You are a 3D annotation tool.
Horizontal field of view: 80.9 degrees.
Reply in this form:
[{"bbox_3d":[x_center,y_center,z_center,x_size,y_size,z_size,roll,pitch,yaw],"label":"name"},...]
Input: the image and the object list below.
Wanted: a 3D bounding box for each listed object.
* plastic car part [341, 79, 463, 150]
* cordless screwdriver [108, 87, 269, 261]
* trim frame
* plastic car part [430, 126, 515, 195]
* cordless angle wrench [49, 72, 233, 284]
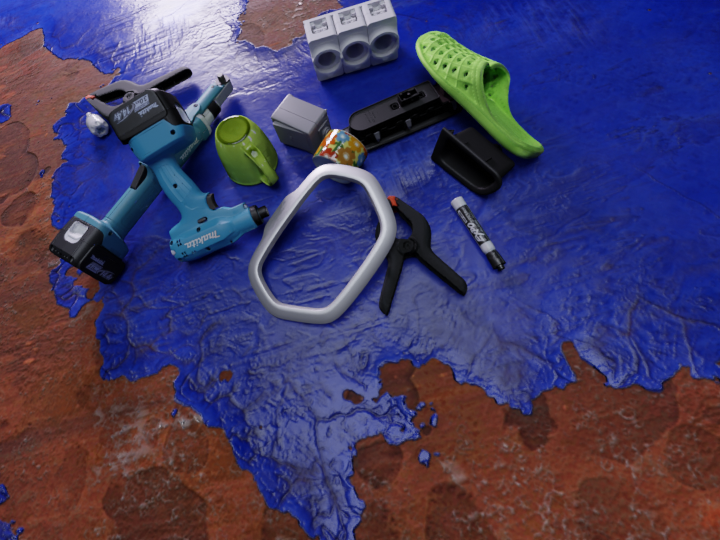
[{"bbox_3d":[0.062,-0.253,0.684,0.204,0.065,0.068,-24,74,3],"label":"plastic car part"},{"bbox_3d":[-0.255,-0.150,0.641,0.160,0.075,0.245,-23,100,5],"label":"cordless screwdriver"},{"bbox_3d":[-0.060,-0.039,0.611,0.191,0.026,0.248,36,94,18],"label":"trim frame"},{"bbox_3d":[0.175,-0.169,0.629,0.070,0.064,0.121,-38,70,-22],"label":"plastic car part"},{"bbox_3d":[-0.342,-0.178,0.724,0.077,0.094,0.424,23,70,16],"label":"cordless angle wrench"}]
